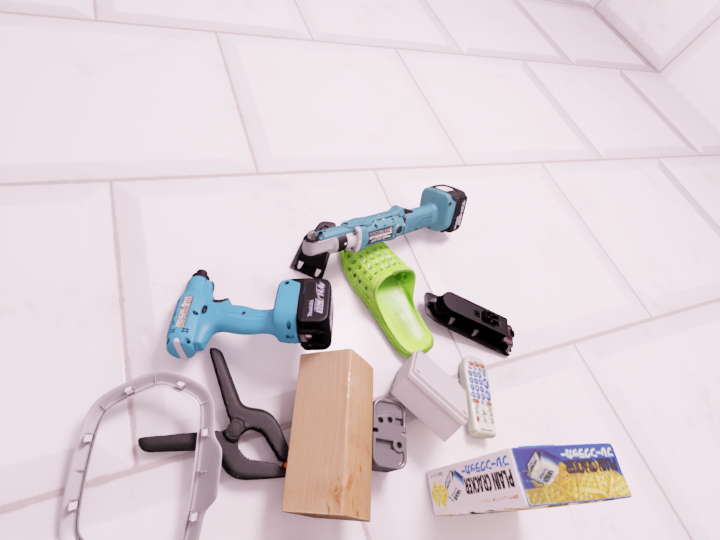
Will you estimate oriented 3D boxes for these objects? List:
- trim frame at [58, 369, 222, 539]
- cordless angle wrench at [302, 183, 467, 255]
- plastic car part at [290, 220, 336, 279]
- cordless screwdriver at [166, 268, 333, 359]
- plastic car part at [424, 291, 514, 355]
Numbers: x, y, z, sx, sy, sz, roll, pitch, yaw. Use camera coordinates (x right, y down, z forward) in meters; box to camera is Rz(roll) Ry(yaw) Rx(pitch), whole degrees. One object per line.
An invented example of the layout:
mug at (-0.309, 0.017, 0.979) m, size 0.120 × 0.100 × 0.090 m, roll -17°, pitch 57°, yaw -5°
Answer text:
trim frame at (-0.271, 0.255, 0.536) m, size 0.181 × 0.027 × 0.254 m, roll 5°, pitch 65°, yaw -10°
cordless angle wrench at (0.055, -0.089, 0.814) m, size 0.408 × 0.096 × 0.079 m, roll -20°, pitch 38°, yaw -40°
plastic car part at (-0.079, -0.052, 0.807) m, size 0.065 × 0.071 × 0.118 m, roll 24°, pitch 56°, yaw -8°
cordless screwdriver at (-0.167, 0.054, 0.664) m, size 0.250 × 0.071 × 0.164 m, roll -5°, pitch 44°, yaw 2°
plastic car part at (0.216, 0.095, 0.810) m, size 0.200 × 0.067 × 0.067 m, roll 23°, pitch 59°, yaw -8°
